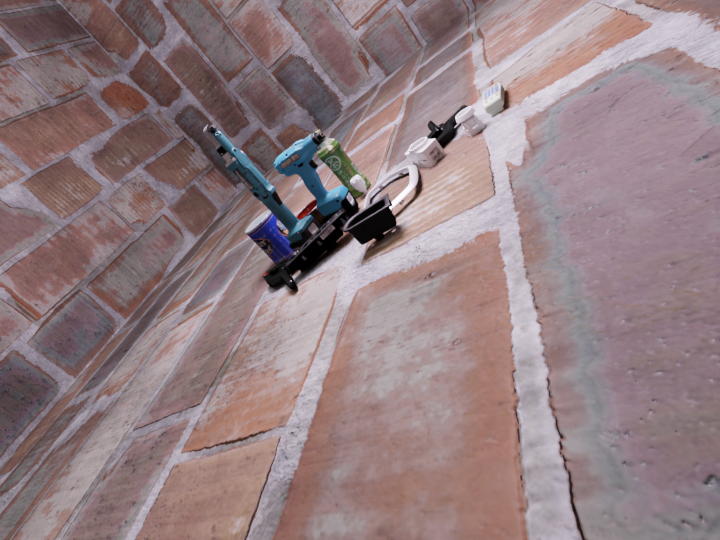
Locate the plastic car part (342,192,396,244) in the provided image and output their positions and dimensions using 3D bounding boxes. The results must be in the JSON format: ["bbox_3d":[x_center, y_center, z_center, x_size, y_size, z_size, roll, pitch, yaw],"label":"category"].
[{"bbox_3d":[0.029,-0.098,0.893,0.118,0.068,0.067,-34,22,20],"label":"plastic car part"}]

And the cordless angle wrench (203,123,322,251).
[{"bbox_3d":[-0.263,-0.218,1.134,0.101,0.409,0.074,-21,28,48],"label":"cordless angle wrench"}]

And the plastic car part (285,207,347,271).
[{"bbox_3d":[-0.103,-0.068,1.056,0.204,0.065,0.068,-39,21,9],"label":"plastic car part"}]

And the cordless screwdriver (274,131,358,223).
[{"bbox_3d":[-0.096,-0.237,1.116,0.163,0.241,0.075,-29,22,33],"label":"cordless screwdriver"}]

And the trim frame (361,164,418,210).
[{"bbox_3d":[0.066,-0.187,1.045,0.187,0.026,0.253,-33,25,22],"label":"trim frame"}]
